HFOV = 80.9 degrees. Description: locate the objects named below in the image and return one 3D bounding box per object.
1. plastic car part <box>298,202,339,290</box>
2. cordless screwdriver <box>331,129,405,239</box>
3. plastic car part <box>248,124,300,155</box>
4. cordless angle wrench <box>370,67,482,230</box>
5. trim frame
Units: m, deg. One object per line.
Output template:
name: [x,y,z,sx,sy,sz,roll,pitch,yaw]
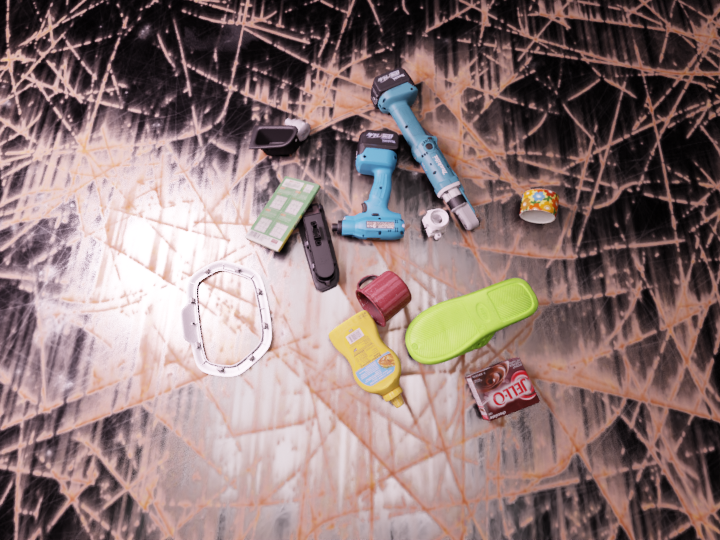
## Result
plastic car part: [-0.090,-0.059,0.924,0.065,0.067,0.207,-11,75,-12]
cordless screwdriver: [0.016,-0.191,0.958,0.159,0.073,0.252,1,76,0]
plastic car part: [-0.193,-0.299,0.996,0.120,0.068,0.067,6,74,18]
cordless angle wrench: [0.155,-0.278,0.986,0.097,0.073,0.433,-25,76,-8]
trim frame: [-0.285,0.096,0.893,0.184,0.027,0.254,-12,74,-2]
